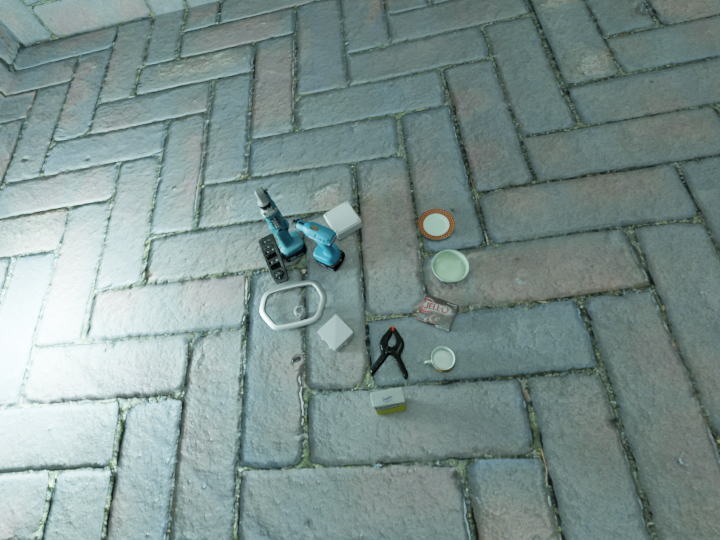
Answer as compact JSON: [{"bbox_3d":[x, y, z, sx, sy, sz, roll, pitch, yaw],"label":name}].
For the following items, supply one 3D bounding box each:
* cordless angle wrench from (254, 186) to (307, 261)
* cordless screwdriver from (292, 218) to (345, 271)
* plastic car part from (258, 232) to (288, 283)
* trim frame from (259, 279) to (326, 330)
[{"bbox_3d":[-0.281,-0.157,1.442,0.097,0.407,0.077,-29,66,-5],"label":"cordless angle wrench"},{"bbox_3d":[-0.144,-0.094,1.476,0.165,0.239,0.074,25,72,19],"label":"cordless screwdriver"},{"bbox_3d":[-0.320,-0.034,1.585,0.066,0.064,0.211,-24,62,-1],"label":"plastic car part"},{"bbox_3d":[-0.242,0.119,1.516,0.250,0.026,0.190,-16,63,5],"label":"trim frame"}]
